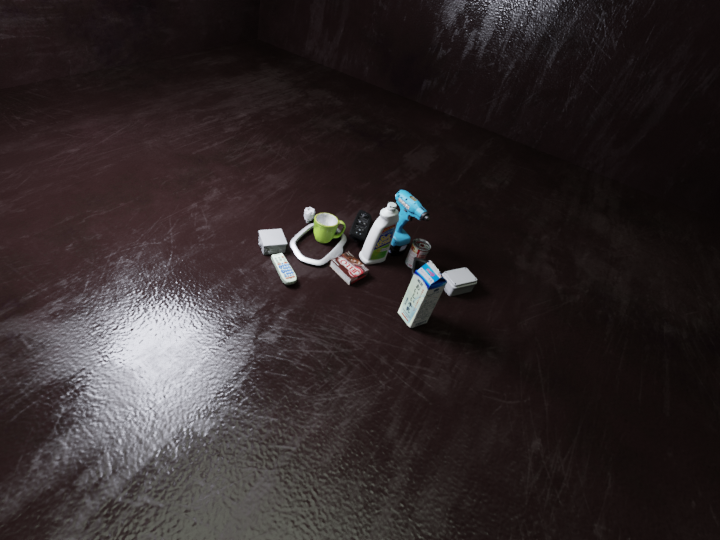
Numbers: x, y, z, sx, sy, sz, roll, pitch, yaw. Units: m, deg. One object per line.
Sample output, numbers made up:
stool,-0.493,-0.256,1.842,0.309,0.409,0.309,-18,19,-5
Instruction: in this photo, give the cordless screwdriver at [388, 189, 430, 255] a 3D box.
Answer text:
cordless screwdriver,0.167,-0.159,1.573,0.072,0.244,0.168,-16,50,-33

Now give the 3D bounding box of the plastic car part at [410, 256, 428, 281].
plastic car part,0.207,0.016,1.518,0.067,0.069,0.117,19,41,5

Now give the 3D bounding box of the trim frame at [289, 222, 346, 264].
trim frame,-0.156,-0.102,1.593,0.190,0.027,0.246,26,43,15

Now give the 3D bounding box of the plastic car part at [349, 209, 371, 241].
plastic car part,0.000,-0.170,1.680,0.067,0.066,0.205,16,41,1
